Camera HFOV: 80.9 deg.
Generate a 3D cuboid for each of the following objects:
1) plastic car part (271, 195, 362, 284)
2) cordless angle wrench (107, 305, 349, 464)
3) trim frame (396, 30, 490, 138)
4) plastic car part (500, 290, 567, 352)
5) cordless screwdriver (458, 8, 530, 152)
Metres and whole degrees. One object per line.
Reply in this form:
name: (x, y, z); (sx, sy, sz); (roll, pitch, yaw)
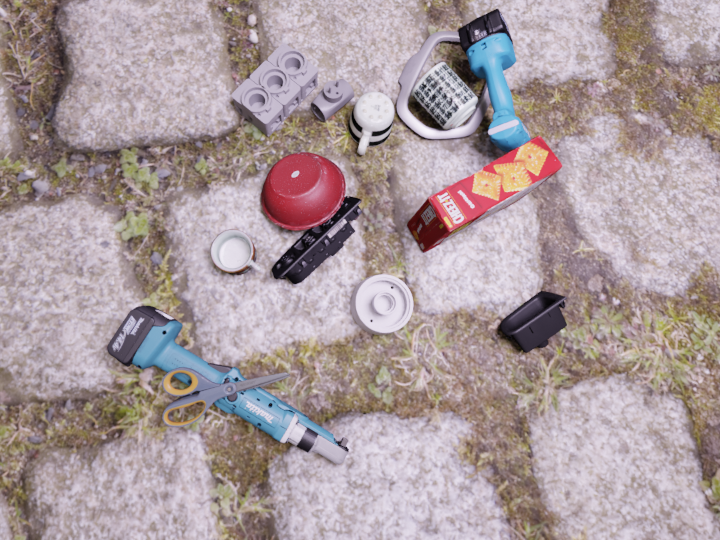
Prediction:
plastic car part: (-0.074, -0.048, 0.757); (0.202, 0.070, 0.064); (-41, 126, -10)
cordless angle wrench: (-0.209, 0.202, 0.702); (0.425, 0.074, 0.098); (30, 80, 2)
trim frame: (0.172, -0.370, 0.842); (0.185, 0.027, 0.249); (24, 81, 3)
plastic car part: (0.308, 0.098, 0.739); (0.116, 0.067, 0.070); (-38, 99, -5)
cordless screwdriver: (0.260, -0.333, 0.779); (0.077, 0.151, 0.252); (-16, 78, 33)
